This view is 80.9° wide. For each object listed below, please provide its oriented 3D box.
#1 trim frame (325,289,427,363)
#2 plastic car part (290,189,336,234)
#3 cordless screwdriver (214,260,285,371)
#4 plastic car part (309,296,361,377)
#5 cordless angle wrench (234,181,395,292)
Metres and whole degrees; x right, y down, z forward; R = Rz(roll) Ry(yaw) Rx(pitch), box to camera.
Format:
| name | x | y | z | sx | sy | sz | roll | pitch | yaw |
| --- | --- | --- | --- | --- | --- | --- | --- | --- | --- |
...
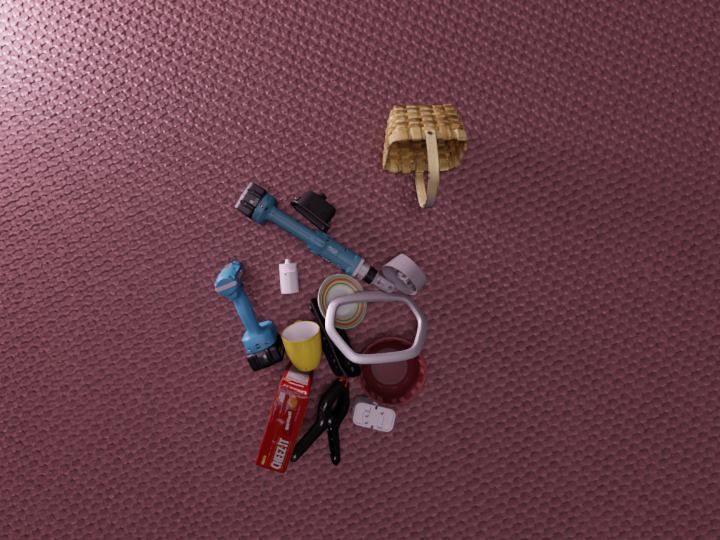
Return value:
| name | x | y | z | sx | sy | sz | roll | pitch | yaw |
| --- | --- | --- | --- | --- | --- | --- | --- | --- | --- |
| trim frame | 0.039 | 0.124 | 0.979 | 0.243 | 0.027 | 0.191 | -5 | 58 | -14 |
| plastic car part | -0.105 | -0.153 | 1.026 | 0.118 | 0.066 | 0.070 | 42 | 74 | 4 |
| cordless screwdriver | -0.260 | 0.097 | 0.995 | 0.074 | 0.163 | 0.243 | -22 | 105 | 1 |
| plastic car part | -0.069 | 0.163 | 0.994 | 0.068 | 0.063 | 0.210 | -41 | 68 | 27 |
| cordless angle wrench | -0.098 | -0.064 | 1.007 | 0.422 | 0.098 | 0.074 | 32 | 86 | -2 |
